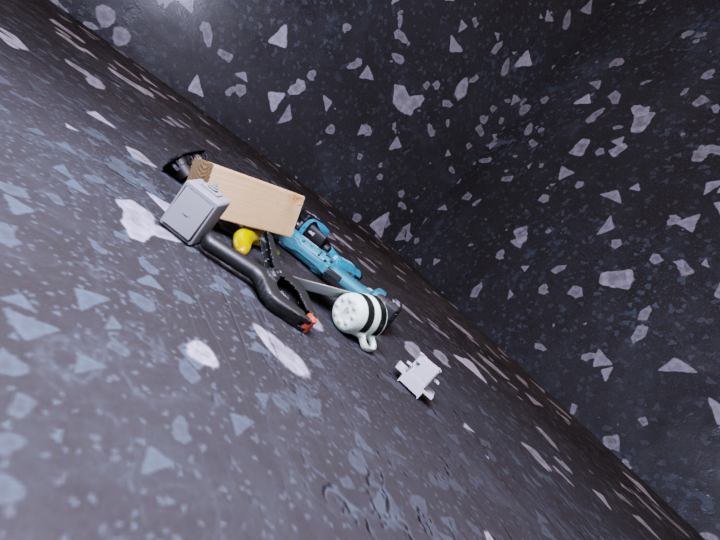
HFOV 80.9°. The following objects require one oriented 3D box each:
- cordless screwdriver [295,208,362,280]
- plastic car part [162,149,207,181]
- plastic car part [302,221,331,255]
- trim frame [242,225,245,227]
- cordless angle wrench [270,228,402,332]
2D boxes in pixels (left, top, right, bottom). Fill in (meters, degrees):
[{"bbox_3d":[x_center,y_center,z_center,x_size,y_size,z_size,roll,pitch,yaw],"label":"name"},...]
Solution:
[{"bbox_3d":[-0.096,-0.066,1.229,0.262,0.074,0.150,49,13,35],"label":"cordless screwdriver"},{"bbox_3d":[-0.387,-0.232,0.951,0.066,0.066,0.206,64,1,-14],"label":"plastic car part"},{"bbox_3d":[-0.105,-0.069,1.078,0.073,0.066,0.114,40,-12,12],"label":"plastic car part"},{"bbox_3d":[-0.263,-0.159,0.993,0.175,0.027,0.261,12,30,-32],"label":"trim frame"},{"bbox_3d":[-0.094,-0.018,1.005,0.430,0.074,0.096,37,9,8],"label":"cordless angle wrench"}]
